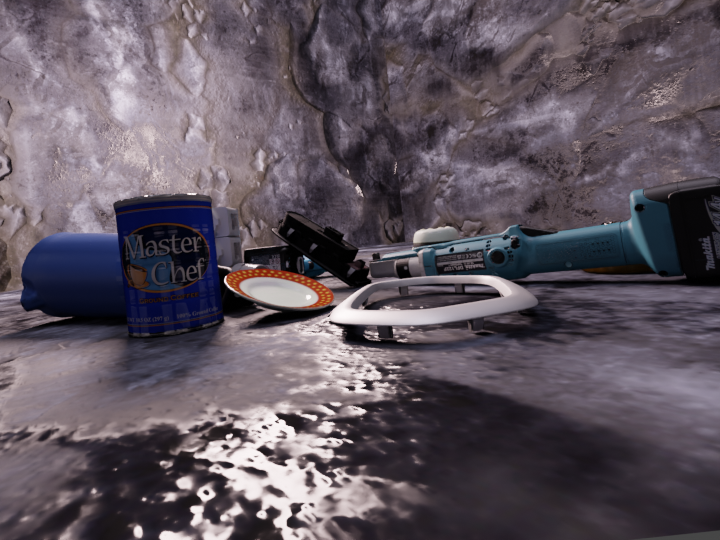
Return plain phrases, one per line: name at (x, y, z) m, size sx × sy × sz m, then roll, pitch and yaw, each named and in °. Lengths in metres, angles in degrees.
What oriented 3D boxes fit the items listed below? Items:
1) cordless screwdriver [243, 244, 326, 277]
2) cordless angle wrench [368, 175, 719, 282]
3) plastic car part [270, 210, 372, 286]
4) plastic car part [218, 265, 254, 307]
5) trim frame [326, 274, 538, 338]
cordless screwdriver at (-0.119, -0.009, 0.826) m, size 0.162 × 0.074 × 0.244 m, roll -5°, pitch 0°, yaw 9°
cordless angle wrench at (0.184, -0.021, 0.533) m, size 0.441 × 0.098 × 0.071 m, roll -8°, pitch 0°, yaw 41°
plastic car part at (-0.069, -0.045, 0.706) m, size 0.213 × 0.066 × 0.064 m, roll 28°, pitch 25°, yaw 29°
plastic car part at (-0.177, 0.027, 0.577) m, size 0.067 × 0.066 × 0.122 m, roll 11°, pitch -6°, yaw -44°
trim frame at (0.061, 0.028, 0.409) m, size 0.188 × 0.027 × 0.245 m, roll -4°, pitch 7°, yaw 11°
